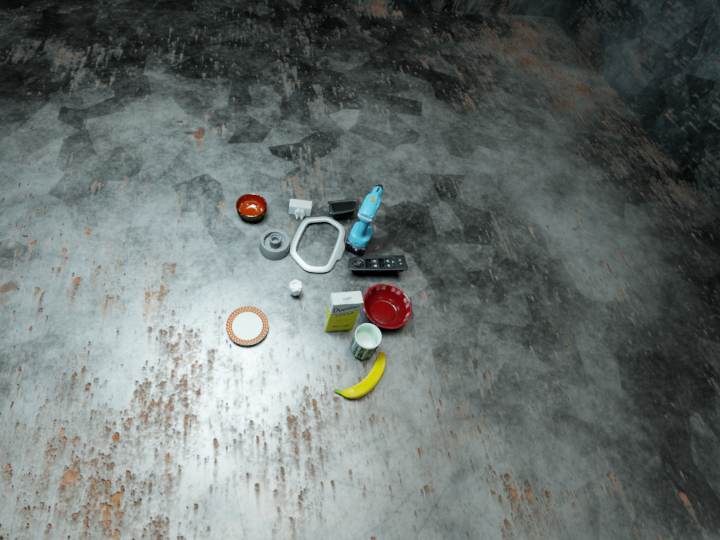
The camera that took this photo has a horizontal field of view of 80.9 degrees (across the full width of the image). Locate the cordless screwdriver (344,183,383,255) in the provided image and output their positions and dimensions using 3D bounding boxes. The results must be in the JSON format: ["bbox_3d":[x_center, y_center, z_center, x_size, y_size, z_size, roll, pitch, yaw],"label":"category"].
[{"bbox_3d":[0.020,-0.173,1.459,0.075,0.245,0.160,24,55,3],"label":"cordless screwdriver"}]

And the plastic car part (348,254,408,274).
[{"bbox_3d":[0.054,-0.015,1.463,0.200,0.066,0.068,1,56,-8],"label":"plastic car part"}]

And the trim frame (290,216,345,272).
[{"bbox_3d":[-0.148,-0.097,1.515,0.186,0.027,0.251,16,55,3],"label":"trim frame"}]

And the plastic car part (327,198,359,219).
[{"bbox_3d":[-0.065,-0.223,1.587,0.114,0.069,0.068,-7,58,-14],"label":"plastic car part"}]
